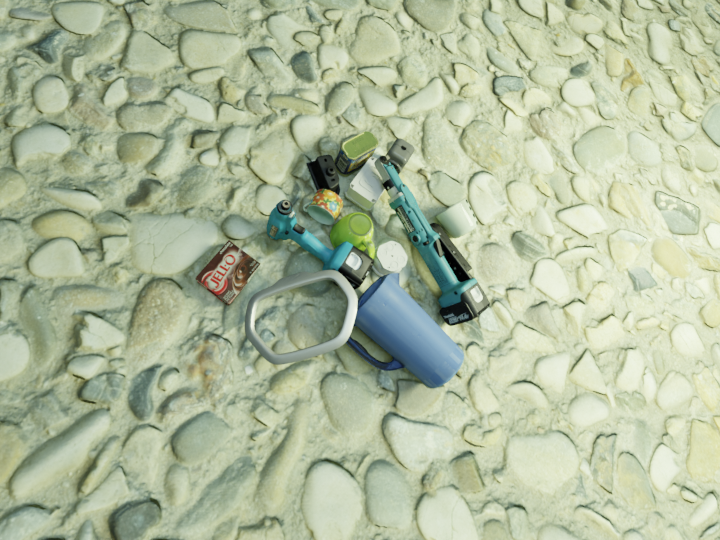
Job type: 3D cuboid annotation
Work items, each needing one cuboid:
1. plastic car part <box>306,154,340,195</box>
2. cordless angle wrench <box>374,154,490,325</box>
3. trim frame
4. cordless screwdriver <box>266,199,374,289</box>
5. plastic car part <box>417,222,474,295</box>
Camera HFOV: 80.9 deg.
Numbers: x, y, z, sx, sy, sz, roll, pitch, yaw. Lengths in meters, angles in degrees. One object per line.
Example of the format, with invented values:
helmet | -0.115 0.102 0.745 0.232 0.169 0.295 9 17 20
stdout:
plastic car part | -0.080 -0.234 1.028 0.065 0.070 0.120 -15 73 -17
cordless angle wrench | 0.145 -0.081 0.981 0.072 0.100 0.428 -24 82 -38
trim frame | -0.125 0.091 0.878 0.251 0.026 0.190 -19 68 9
cordless screwdriver | -0.090 -0.059 0.916 0.248 0.160 0.074 34 68 -2
plastic car part | 0.209 -0.040 1.022 0.066 0.066 0.206 -33 80 -31
